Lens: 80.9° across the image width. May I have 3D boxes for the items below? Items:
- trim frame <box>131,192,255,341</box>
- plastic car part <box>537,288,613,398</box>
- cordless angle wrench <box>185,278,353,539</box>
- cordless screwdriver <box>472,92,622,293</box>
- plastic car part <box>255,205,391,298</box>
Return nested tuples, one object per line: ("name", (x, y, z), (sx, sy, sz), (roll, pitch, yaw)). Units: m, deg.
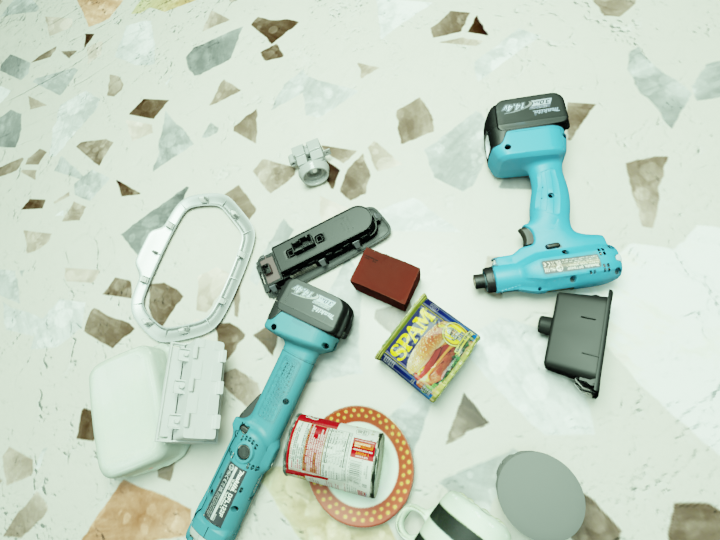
("trim frame", (-0.266, -0.011, 0.658), (0.191, 0.026, 0.249), (16, 78, 20))
("plastic car part", (0.242, 0.076, 0.484), (0.074, 0.062, 0.117), (6, 70, 29))
("cordless angle wrench", (-0.135, 0.219, 0.525), (0.101, 0.071, 0.424), (22, 81, 18))
("cordless screwdriver", (0.206, -0.094, 0.541), (0.162, 0.072, 0.254), (-10, 73, 11))
("plastic car part", (-0.058, -0.038, 0.598), (0.203, 0.064, 0.069), (-25, 62, 2))
